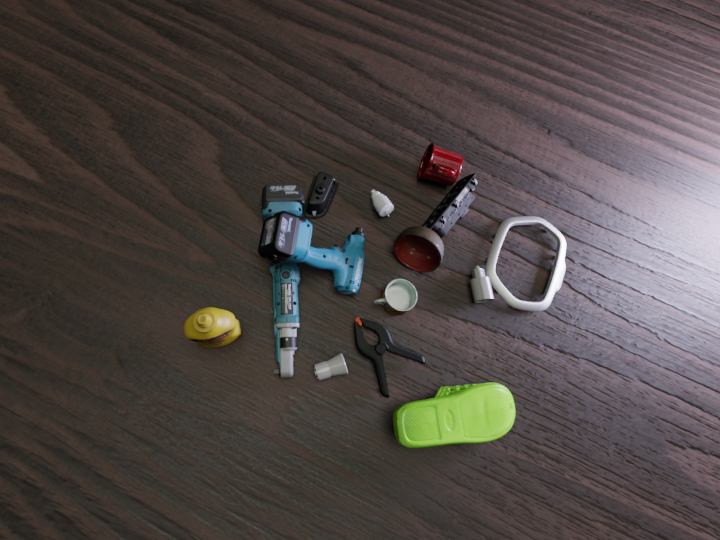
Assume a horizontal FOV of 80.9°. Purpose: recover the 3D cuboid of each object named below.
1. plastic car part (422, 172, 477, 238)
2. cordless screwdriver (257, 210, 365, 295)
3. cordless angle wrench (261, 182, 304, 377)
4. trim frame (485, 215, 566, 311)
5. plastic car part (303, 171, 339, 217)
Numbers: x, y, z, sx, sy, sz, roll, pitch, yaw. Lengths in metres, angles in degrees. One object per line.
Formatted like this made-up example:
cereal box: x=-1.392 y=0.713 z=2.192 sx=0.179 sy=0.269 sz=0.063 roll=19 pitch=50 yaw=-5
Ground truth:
plastic car part: x=0.217 y=-0.146 z=1.021 sx=0.201 sy=0.069 sz=0.065 roll=-45 pitch=108 yaw=-18
cordless screwdriver: x=-0.089 y=-0.058 z=0.910 sx=0.236 sy=0.077 sz=0.161 roll=25 pitch=66 yaw=-32
cordless angle wrench: x=-0.166 y=0.015 z=0.930 sx=0.097 sy=0.073 sz=0.431 roll=-3 pitch=73 yaw=-7
trim frame: x=0.397 y=-0.021 z=1.003 sx=0.186 sy=0.027 sz=0.250 roll=23 pitch=69 yaw=5
plastic car part: x=-0.095 y=-0.186 z=1.005 sx=0.066 sy=0.070 sz=0.118 roll=18 pitch=67 yaw=0
